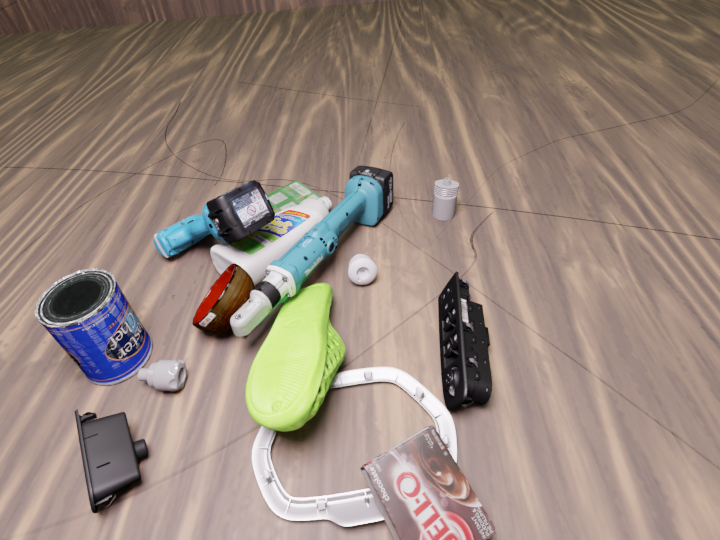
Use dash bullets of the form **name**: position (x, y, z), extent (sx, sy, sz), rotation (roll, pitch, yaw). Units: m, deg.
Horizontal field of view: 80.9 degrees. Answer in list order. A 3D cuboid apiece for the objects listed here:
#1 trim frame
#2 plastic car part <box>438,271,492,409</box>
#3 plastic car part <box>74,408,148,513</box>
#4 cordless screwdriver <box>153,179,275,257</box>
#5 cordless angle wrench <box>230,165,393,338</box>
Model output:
- **trim frame**: position (-0.009, 0.202, 0.512), extent (0.247, 0.026, 0.192), rotation (-9, 45, -4)
- **plastic car part**: position (0.141, 0.100, 0.578), extent (0.066, 0.066, 0.206), rotation (24, 43, -8)
- **plastic car part**: position (-0.299, 0.223, 0.513), extent (0.068, 0.064, 0.123), rotation (-18, 46, -33)
- **cordless screwdriver**: position (-0.250, -0.094, 0.757), extent (0.259, 0.072, 0.156), rotation (-10, 23, 42)
- **cordless angle wrench**: position (-0.069, -0.045, 0.707), extent (0.078, 0.094, 0.419), rotation (17, 45, 25)
